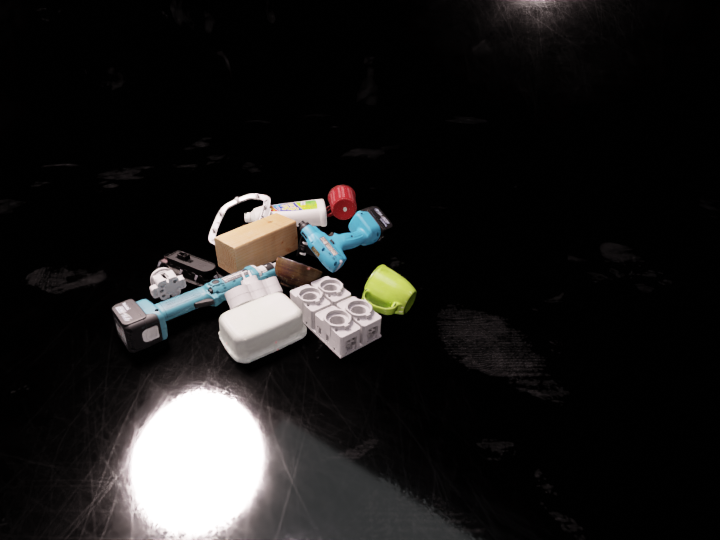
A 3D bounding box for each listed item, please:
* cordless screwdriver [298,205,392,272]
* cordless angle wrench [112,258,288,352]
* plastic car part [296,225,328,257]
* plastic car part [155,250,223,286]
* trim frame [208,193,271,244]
[{"bbox_3d":[-0.041,-0.107,1.146,0.242,0.074,0.164,-30,71,-37],"label":"cordless screwdriver"},{"bbox_3d":[-0.326,0.050,0.957,0.410,0.072,0.104,-25,39,-38],"label":"cordless angle wrench"},{"bbox_3d":[-0.114,-0.075,1.167,0.073,0.065,0.114,31,37,17],"label":"plastic car part"},{"bbox_3d":[-0.426,-0.009,1.062,0.212,0.066,0.065,20,29,26],"label":"plastic car part"},{"bbox_3d":[-0.356,-0.153,1.262,0.188,0.026,0.254,-4,45,12],"label":"trim frame"}]
